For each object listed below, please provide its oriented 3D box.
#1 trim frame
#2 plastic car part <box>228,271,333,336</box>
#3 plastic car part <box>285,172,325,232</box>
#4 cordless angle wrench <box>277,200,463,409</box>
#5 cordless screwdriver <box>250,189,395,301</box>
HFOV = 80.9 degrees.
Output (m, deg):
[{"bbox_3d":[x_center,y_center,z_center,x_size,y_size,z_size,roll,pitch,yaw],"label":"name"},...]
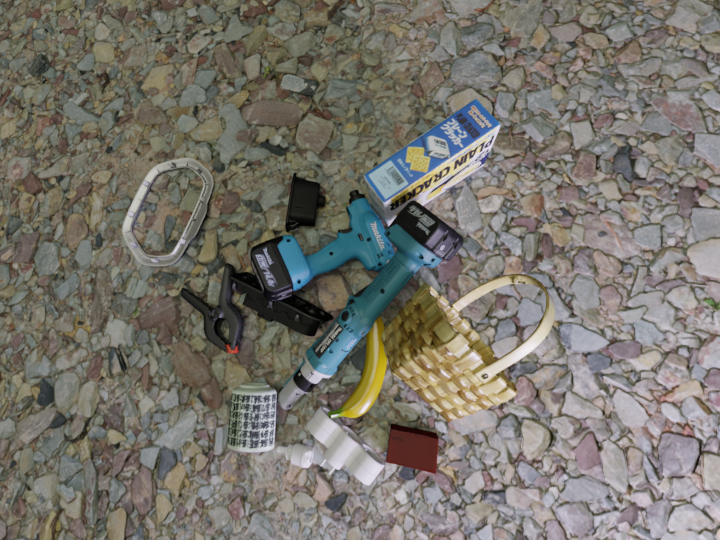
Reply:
[{"bbox_3d":[-0.409,-0.128,0.897,0.189,0.027,0.249,21,81,15],"label":"trim frame"},{"bbox_3d":[-0.151,0.066,0.779,0.209,0.064,0.067,20,92,15],"label":"plastic car part"},{"bbox_3d":[-0.105,-0.132,0.820,0.071,0.065,0.118,11,77,-4],"label":"plastic car part"},{"bbox_3d":[-0.008,0.079,0.702,0.424,0.070,0.103,-51,43,13],"label":"cordless angle wrench"},{"bbox_3d":[-0.074,-0.048,0.754,0.244,0.074,0.163,-18,74,-14],"label":"cordless screwdriver"}]
